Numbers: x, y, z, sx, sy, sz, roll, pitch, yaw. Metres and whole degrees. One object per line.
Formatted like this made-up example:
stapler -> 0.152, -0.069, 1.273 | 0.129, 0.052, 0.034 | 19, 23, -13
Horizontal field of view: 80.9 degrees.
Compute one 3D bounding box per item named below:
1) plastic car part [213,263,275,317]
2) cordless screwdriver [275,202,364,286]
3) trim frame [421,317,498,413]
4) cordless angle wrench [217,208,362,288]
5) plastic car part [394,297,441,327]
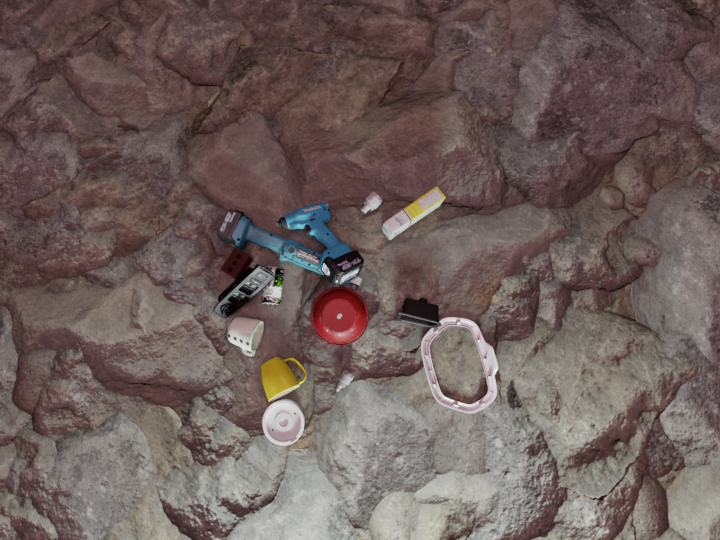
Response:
plastic car part -> -0.330, 0.050, 1.160 | 0.204, 0.062, 0.071 | -43, 49, 12
cordless screwdriver -> -0.111, -0.073, 1.137 | 0.155, 0.073, 0.259 | -20, 61, -25
trim frame -> 0.263, 0.248, 1.115 | 0.184, 0.027, 0.253 | -13, 77, 1
cordless angle wrench -> -0.194, -0.052, 1.190 | 0.428, 0.073, 0.098 | 23, 81, 6
plastic car part -> 0.158, 0.108, 1.137 | 0.117, 0.064, 0.072 | 10, 66, 3
